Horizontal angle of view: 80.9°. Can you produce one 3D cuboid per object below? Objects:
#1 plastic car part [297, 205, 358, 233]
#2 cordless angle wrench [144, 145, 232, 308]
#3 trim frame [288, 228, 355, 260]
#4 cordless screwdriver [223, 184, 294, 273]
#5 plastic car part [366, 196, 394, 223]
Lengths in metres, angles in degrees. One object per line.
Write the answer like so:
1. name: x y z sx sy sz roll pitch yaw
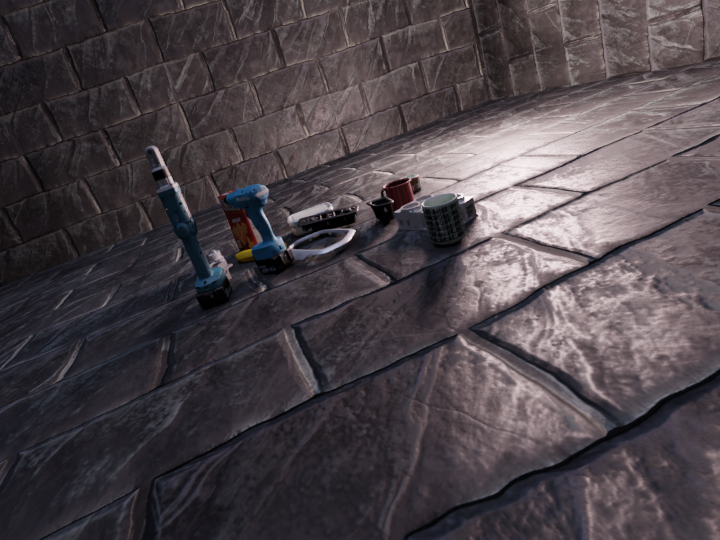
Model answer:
1. plastic car part: -0.099 -0.160 1.369 0.204 0.065 0.068 -17 19 6
2. cordless angle wrench: -0.441 -0.108 1.066 0.074 0.412 0.100 -18 17 0
3. trim frame: -0.122 -0.080 1.251 0.180 0.027 0.261 -35 26 -34
4. cordless screwdriver: -0.291 -0.114 1.183 0.167 0.242 0.073 -3 23 39
5. plastic car part: 0.068 -0.175 1.259 0.066 0.069 0.120 -20 20 -4
